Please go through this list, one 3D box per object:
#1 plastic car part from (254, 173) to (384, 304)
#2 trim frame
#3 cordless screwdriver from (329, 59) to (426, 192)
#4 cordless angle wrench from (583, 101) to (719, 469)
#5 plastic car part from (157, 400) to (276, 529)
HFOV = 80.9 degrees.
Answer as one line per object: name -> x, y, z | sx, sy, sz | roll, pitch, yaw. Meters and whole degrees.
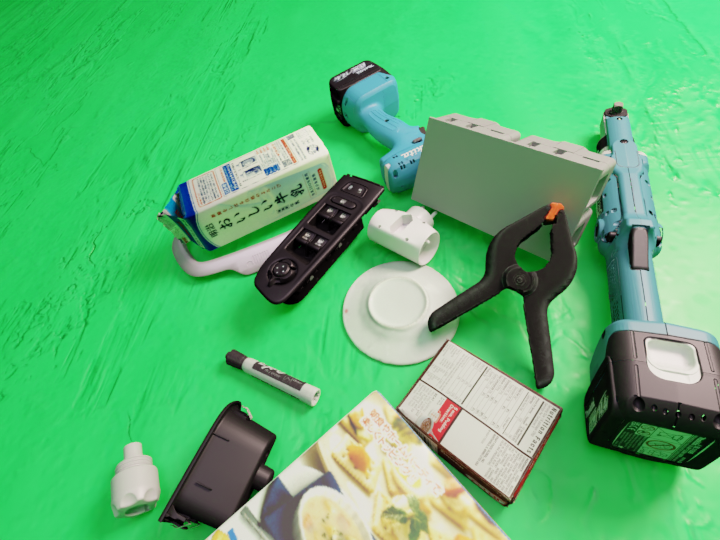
plastic car part -> -0.051, -0.034, 0.526 | 0.069, 0.064, 0.201 | 30, 63, 23
trim frame -> -0.159, -0.075, 0.618 | 0.248, 0.026, 0.193 | -21, 50, -2
cordless screwdriver -> 0.062, -0.232, 0.643 | 0.158, 0.071, 0.261 | -27, 55, -5
cordless angle wrench -> 0.272, -0.038, 0.430 | 0.077, 0.094, 0.427 | 6, 52, 18
plastic car part -> -0.118, 0.188, 0.392 | 0.073, 0.064, 0.117 | 23, 58, 11
